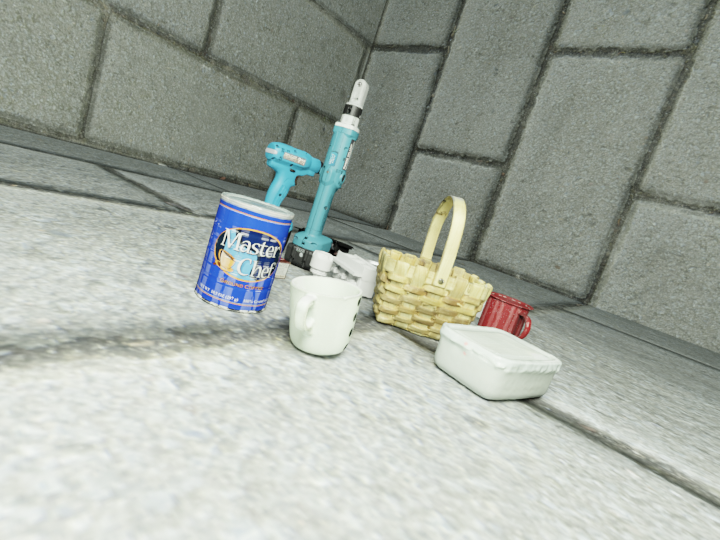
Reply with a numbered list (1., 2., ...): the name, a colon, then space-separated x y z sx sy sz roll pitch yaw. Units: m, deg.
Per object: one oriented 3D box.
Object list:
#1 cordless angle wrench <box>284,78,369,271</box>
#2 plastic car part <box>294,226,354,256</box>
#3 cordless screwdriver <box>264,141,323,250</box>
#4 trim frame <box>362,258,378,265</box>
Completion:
1. cordless angle wrench: -0.061 -0.207 0.927 0.077 0.421 0.095 21 9 17
2. plastic car part: -0.111 -0.073 1.137 0.063 0.067 0.215 9 13 -44
3. cordless screwdriver: -0.179 -0.168 1.015 0.151 0.247 0.079 11 11 -39
4. trim frame: 0.072 0.009 1.123 0.256 0.027 0.180 20 10 13
